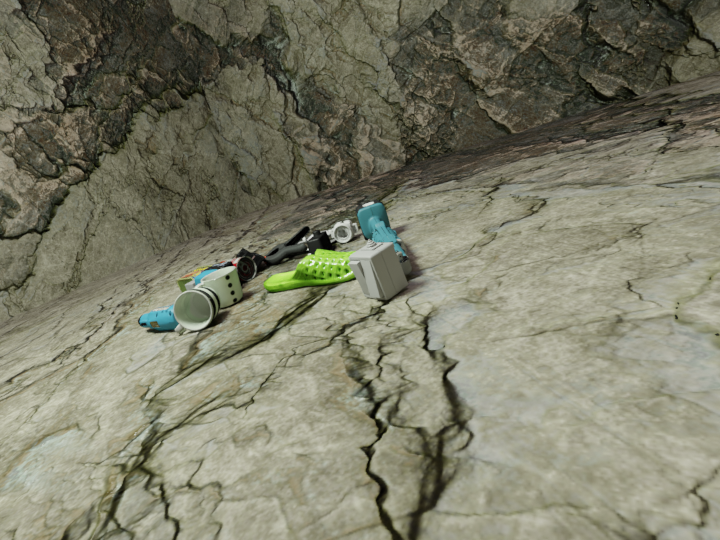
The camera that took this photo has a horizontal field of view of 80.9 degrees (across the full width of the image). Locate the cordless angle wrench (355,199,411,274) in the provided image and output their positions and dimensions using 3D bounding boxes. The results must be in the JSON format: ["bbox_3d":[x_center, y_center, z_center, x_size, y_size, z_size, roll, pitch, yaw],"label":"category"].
[{"bbox_3d":[0.053,-0.071,0.932,0.074,0.095,0.433,-19,20,0],"label":"cordless angle wrench"}]

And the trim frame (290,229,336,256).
[{"bbox_3d":[-0.153,-0.090,1.332,0.254,0.027,0.183,-16,15,19],"label":"trim frame"}]

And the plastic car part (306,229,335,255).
[{"bbox_3d":[-0.112,-0.074,1.150,0.067,0.069,0.117,-14,18,17],"label":"plastic car part"}]

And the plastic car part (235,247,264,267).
[{"bbox_3d":[-0.350,-0.035,1.303,0.066,0.065,0.209,-60,19,-5],"label":"plastic car part"}]

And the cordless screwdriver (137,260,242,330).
[{"bbox_3d":[-0.423,0.067,1.053,0.165,0.072,0.245,-10,22,33],"label":"cordless screwdriver"}]
